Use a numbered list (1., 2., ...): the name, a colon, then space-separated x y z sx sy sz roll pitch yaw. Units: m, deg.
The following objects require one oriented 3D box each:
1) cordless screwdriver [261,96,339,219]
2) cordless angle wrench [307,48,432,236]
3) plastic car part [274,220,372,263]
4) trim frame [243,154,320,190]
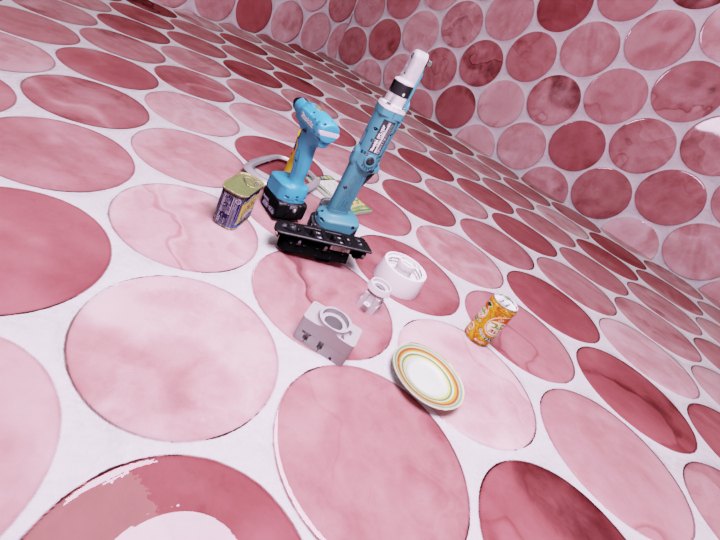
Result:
1. cordless screwdriver: -0.143 -0.241 0.916 0.071 0.248 0.168 2 39 -40
2. cordless angle wrench: 0.013 -0.226 0.840 0.094 0.421 0.078 15 33 -25
3. plastic car part: -0.084 -0.055 0.854 0.196 0.067 0.069 16 32 -19
4. trim frame: -0.204 -0.255 1.109 0.186 0.027 0.247 29 30 4
